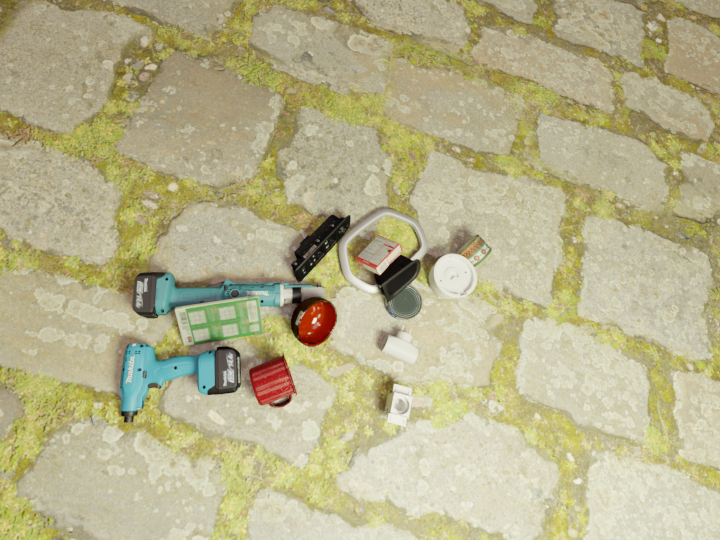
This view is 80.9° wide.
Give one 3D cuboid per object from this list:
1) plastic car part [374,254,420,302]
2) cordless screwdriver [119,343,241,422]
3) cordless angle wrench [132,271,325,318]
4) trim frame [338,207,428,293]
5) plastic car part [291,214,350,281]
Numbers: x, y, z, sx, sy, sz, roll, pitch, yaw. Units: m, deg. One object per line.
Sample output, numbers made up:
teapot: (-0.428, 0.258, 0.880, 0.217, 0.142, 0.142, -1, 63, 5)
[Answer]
plastic car part: (0.080, 0.007, 1.008, 0.115, 0.063, 0.075, -40, 46, -17)
cordless screwdriver: (-0.382, 0.237, 0.898, 0.247, 0.073, 0.162, 0, 74, -3)
cordless angle wrench: (-0.289, 0.056, 0.968, 0.416, 0.074, 0.100, 0, 74, -10)
trim frame: (0.057, -0.052, 1.066, 0.246, 0.027, 0.187, -38, 80, -18)
plastic car part: (-0.101, -0.066, 1.037, 0.070, 0.063, 0.201, 37, 72, 29)
